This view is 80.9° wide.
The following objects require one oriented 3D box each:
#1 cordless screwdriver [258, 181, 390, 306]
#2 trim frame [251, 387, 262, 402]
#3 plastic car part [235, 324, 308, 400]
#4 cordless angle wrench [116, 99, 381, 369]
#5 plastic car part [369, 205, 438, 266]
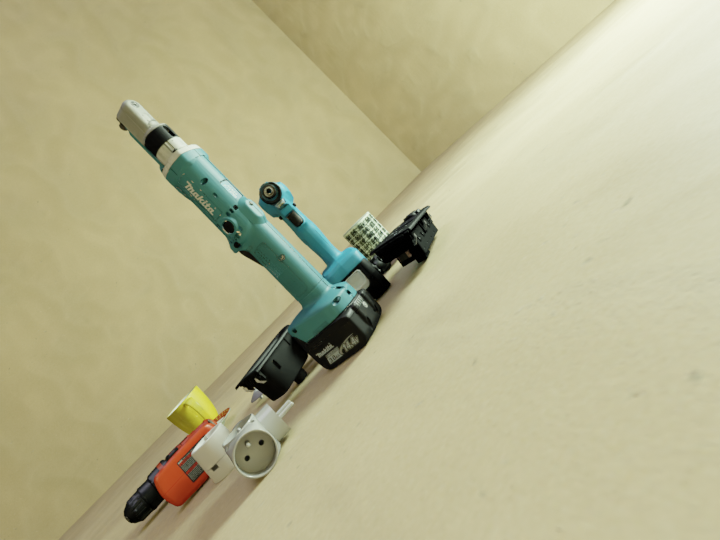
[{"bbox_3d":[-0.064,-0.042,0.659,0.074,0.249,0.159,-44,1,-2],"label":"cordless screwdriver"},{"bbox_3d":[-0.108,0.142,0.751,0.250,0.027,0.184,-43,6,14],"label":"trim frame"},{"bbox_3d":[-0.111,0.136,0.601,0.067,0.071,0.115,-43,4,38],"label":"plastic car part"},{"bbox_3d":[-0.152,-0.060,0.535,0.099,0.423,0.073,-45,-1,30],"label":"cordless angle wrench"},{"bbox_3d":[0.080,-0.052,0.629,0.067,0.067,0.202,-43,5,26],"label":"plastic car part"}]
